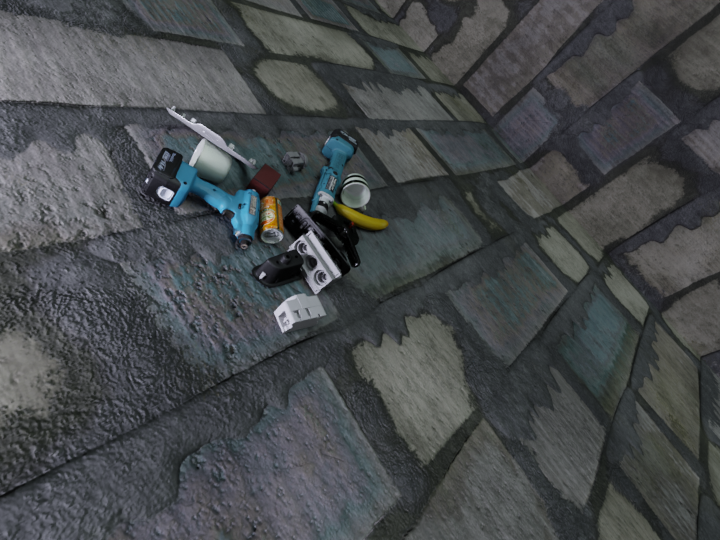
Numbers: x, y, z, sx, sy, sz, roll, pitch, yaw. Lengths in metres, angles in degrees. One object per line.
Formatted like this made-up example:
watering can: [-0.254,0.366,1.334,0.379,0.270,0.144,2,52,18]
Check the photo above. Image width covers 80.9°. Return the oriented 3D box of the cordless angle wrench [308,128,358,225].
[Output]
cordless angle wrench: [-0.087,-0.264,1.213,0.095,0.075,0.431,29,42,-17]

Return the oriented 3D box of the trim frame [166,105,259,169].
trim frame: [-0.343,-0.311,0.995,0.243,0.027,0.188,35,4,-13]

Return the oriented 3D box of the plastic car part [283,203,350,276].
plastic car part: [-0.100,-0.066,1.027,0.207,0.067,0.065,51,14,11]

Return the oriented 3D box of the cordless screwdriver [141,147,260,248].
cordless screwdriver: [-0.328,-0.145,0.894,0.237,0.075,0.165,23,43,-29]

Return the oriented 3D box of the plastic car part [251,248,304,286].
plastic car part: [-0.167,-0.011,0.905,0.112,0.071,0.068,-19,68,-51]
